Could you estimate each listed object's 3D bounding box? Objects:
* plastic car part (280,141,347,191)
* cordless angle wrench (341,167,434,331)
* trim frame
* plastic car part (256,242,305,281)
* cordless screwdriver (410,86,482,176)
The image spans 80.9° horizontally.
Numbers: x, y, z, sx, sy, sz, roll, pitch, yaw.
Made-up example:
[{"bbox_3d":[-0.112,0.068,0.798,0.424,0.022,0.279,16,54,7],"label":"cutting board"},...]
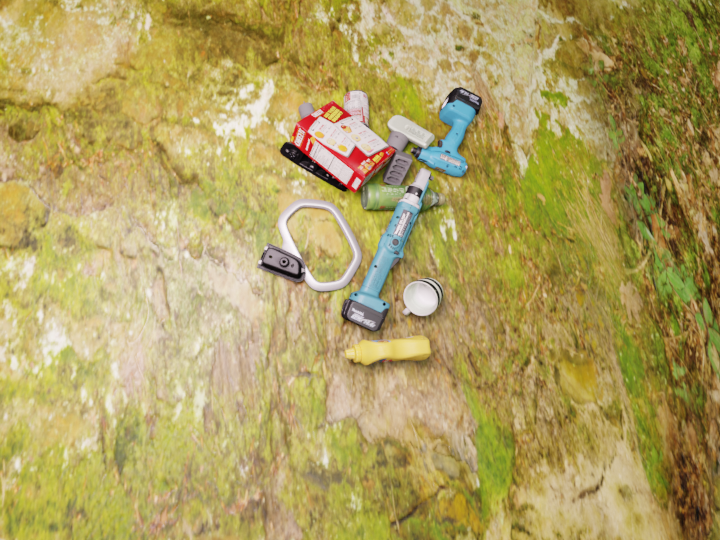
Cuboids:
[{"bbox_3d":[-0.109,-0.285,1.094,0.201,0.066,0.067,25,65,-5],"label":"plastic car part"},{"bbox_3d":[0.078,-0.063,1.031,0.097,0.075,0.424,25,81,-7],"label":"cordless angle wrench"},{"bbox_3d":[-0.103,-0.068,1.056,0.181,0.028,0.251,-27,84,-19],"label":"trim frame"},{"bbox_3d":[-0.183,-0.019,0.989,0.118,0.070,0.066,22,82,5],"label":"plastic car part"},{"bbox_3d":[0.243,-0.398,1.198,0.157,0.075,0.250,19,76,-7],"label":"cordless screwdriver"}]
